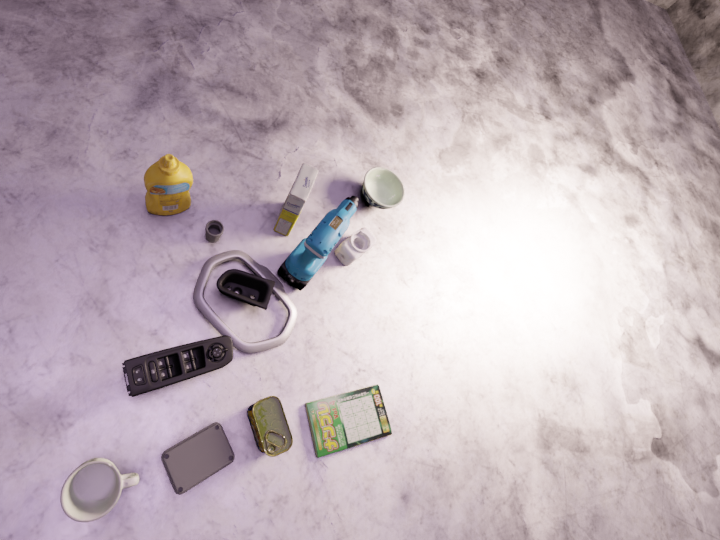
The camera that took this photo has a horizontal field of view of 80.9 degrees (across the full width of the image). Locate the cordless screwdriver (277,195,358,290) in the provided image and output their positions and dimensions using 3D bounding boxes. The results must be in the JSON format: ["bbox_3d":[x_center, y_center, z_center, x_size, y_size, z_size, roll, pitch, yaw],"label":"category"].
[{"bbox_3d":[-0.089,-0.059,0.915,0.074,0.251,0.159,39,59,-6],"label":"cordless screwdriver"}]

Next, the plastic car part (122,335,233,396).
[{"bbox_3d":[-0.345,0.181,0.817,0.197,0.067,0.068,-14,75,-26],"label":"plastic car part"}]

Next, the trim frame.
[{"bbox_3d":[-0.250,0.066,0.928,0.250,0.028,0.182,44,60,3],"label":"trim frame"}]

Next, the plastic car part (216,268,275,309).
[{"bbox_3d":[-0.254,0.043,0.912,0.114,0.071,0.067,21,62,-12],"label":"plastic car part"}]
